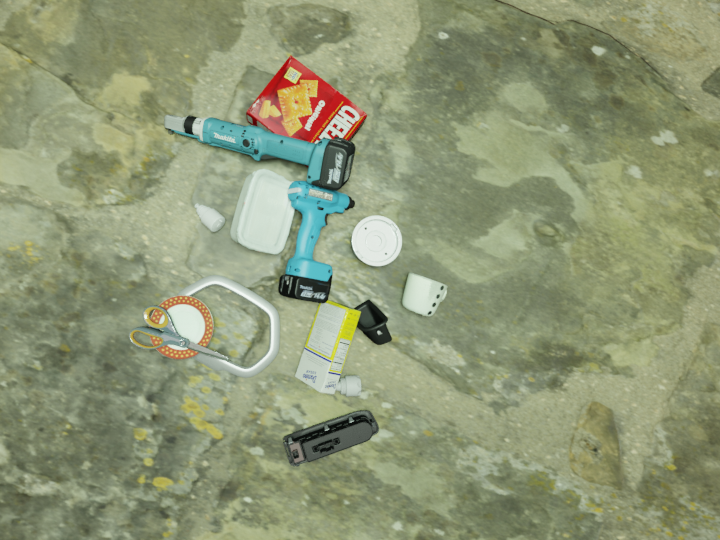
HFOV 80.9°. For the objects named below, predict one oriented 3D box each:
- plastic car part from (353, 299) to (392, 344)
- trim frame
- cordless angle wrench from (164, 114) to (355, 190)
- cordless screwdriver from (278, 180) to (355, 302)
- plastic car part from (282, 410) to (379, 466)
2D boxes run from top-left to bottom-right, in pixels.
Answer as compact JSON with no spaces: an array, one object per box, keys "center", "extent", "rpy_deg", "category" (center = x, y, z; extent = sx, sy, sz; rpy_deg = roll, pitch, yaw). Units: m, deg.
[{"center":[0.027,0.120,0.889],"extent":[0.065,0.122,0.068],"rpy_deg":[-33,115,-10],"category":"plastic car part"},{"center":[-0.287,0.119,0.900],"extent":[0.247,0.028,0.184],"rpy_deg":[30,82,-3],"category":"trim frame"},{"center":[-0.225,-0.268,0.881],"extent":[0.433,0.074,0.096],"rpy_deg":[17,119,12],"category":"cordless angle wrench"},{"center":[-0.088,-0.058,0.901],"extent":[0.151,0.078,0.249],"rpy_deg":[8,86,-36],"category":"cordless screwdriver"},{"center":[-0.058,0.349,0.881],"extent":[0.201,0.067,0.067],"rpy_deg":[-18,82,-9],"category":"plastic car part"}]
